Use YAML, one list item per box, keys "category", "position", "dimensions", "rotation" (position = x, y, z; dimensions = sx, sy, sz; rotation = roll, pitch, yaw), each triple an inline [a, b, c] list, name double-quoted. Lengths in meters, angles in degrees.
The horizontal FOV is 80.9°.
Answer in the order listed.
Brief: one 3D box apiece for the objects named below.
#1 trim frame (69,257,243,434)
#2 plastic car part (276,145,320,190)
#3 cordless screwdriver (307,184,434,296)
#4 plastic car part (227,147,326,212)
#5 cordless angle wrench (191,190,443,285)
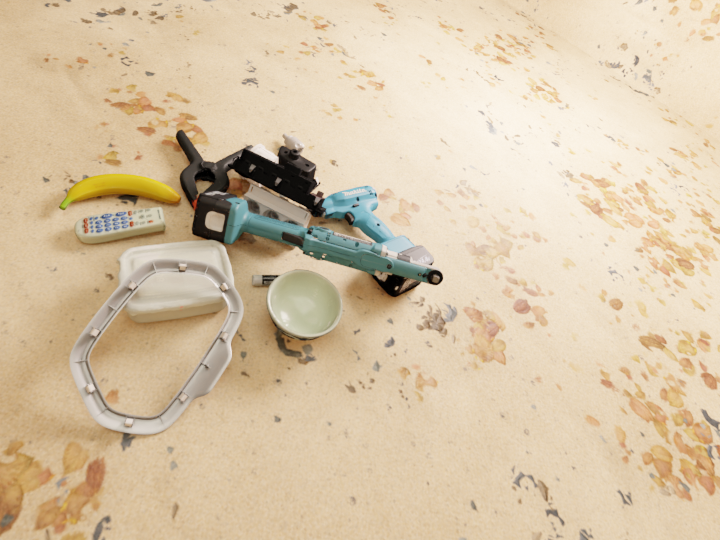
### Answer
- category: "trim frame"
  position: [-0.269, 0.094, 0.578]
  dimensions: [0.181, 0.028, 0.249]
  rotation: [35, 64, -10]
- category: "plastic car part"
  position: [-0.140, -0.220, 0.895]
  dimensions: [0.118, 0.070, 0.065]
  rotation: [36, 48, 7]
- category: "cordless screwdriver"
  position: [0.012, -0.065, 0.818]
  dimensions: [0.154, 0.073, 0.261]
  rotation: [-18, 56, -28]
- category: "plastic car part"
  position: [-0.152, -0.171, 0.784]
  dimensions: [0.205, 0.066, 0.066]
  rotation: [23, 19, 5]
- category: "cordless angle wrench"
  position: [-0.070, -0.046, 0.718]
  dimensions: [0.427, 0.074, 0.098]
  rotation: [16, 14, 5]
